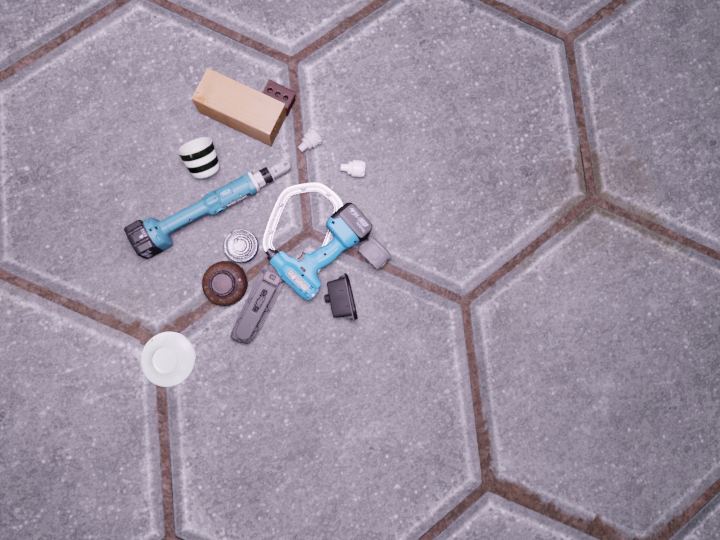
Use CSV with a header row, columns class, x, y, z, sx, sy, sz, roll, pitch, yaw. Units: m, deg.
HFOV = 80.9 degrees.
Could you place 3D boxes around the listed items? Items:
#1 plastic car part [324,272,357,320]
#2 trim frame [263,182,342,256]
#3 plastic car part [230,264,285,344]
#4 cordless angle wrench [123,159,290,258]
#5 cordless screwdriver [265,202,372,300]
class,x,y,z,sx,sy,sz,roll,pitch,yaw
plastic car part,-0.053,0.071,1.050,0.072,0.065,0.118,-16,84,7
trim frame,-0.141,-0.107,1.073,0.183,0.027,0.249,21,82,-3
plastic car part,-0.251,0.091,1.032,0.065,0.068,0.203,28,86,-11
cordless angle wrench,-0.356,-0.166,1.034,0.419,0.098,0.075,-31,88,-10
cordless screwdriver,-0.100,-0.066,1.027,0.159,0.074,0.248,44,87,0
